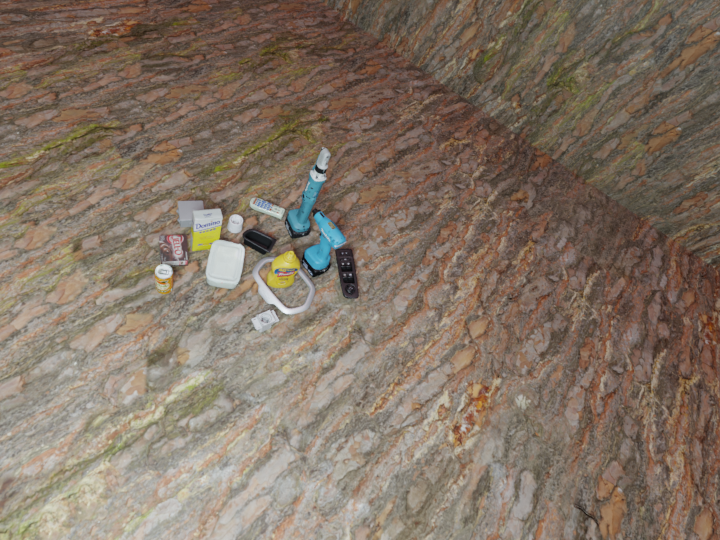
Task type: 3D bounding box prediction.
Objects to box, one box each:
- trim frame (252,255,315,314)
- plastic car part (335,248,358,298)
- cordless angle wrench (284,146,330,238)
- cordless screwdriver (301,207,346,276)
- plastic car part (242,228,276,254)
[{"bbox_3d":[-0.270,0.047,1.490,0.180,0.027,0.256,-33,72,-34],"label":"trim frame"},{"bbox_3d":[-0.055,0.019,1.560,0.064,0.067,0.210,1,56,-21],"label":"plastic car part"},{"bbox_3d":[-0.179,-0.267,1.493,0.072,0.422,0.101,-13,65,-30],"label":"cordless angle wrench"},{"bbox_3d":[-0.146,-0.096,1.494,0.072,0.248,0.164,-25,70,-34],"label":"cordless screwdriver"},{"bbox_3d":[-0.372,-0.098,1.529,0.116,0.070,0.066,26,52,-2],"label":"plastic car part"}]
